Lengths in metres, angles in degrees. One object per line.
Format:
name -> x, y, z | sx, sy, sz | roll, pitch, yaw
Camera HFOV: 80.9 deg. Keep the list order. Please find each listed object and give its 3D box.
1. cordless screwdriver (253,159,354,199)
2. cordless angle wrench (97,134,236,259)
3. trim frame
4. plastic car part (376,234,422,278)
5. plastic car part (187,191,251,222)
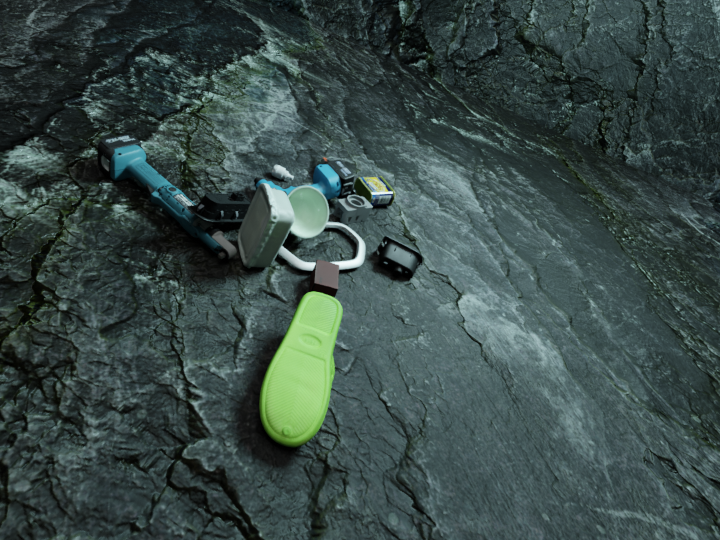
cordless screwdriver -> -0.149, -0.227, 1.121 | 0.243, 0.073, 0.167 | -28, 58, -29
cordless angle wrench -> -0.427, -0.161, 0.947 | 0.437, 0.074, 0.095 | 38, 40, 17
trim frame -> -0.099, -0.065, 1.013 | 0.239, 0.027, 0.193 | -6, 47, -27
plastic car part -> 0.092, -0.022, 1.028 | 0.117, 0.065, 0.071 | 28, 54, 3
plastic car part -> -0.292, -0.140, 0.934 | 0.068, 0.067, 0.198 | 44, 22, 8
